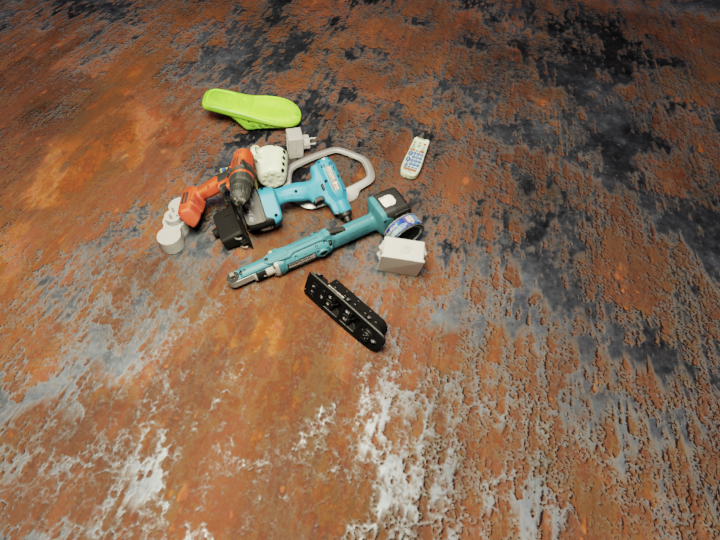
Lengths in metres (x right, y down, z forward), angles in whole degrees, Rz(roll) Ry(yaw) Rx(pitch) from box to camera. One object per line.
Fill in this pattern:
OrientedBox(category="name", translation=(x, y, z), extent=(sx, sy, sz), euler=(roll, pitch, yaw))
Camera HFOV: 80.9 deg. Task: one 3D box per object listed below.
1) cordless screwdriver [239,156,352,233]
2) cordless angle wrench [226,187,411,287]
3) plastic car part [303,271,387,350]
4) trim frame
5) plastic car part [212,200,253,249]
OrientedBox(category="cordless screwdriver", translation=(-0.148, -0.149, 0.975), extent=(0.245, 0.075, 0.160), euler=(-23, 86, -12))
OrientedBox(category="cordless angle wrench", translation=(-0.090, -0.059, 0.925), extent=(0.417, 0.095, 0.078), euler=(-25, 62, -12))
OrientedBox(category="plastic car part", translation=(-0.024, 0.078, 0.847), extent=(0.212, 0.066, 0.065), euler=(42, 37, 25))
OrientedBox(category="trim frame", translation=(-0.082, -0.237, 1.077), extent=(0.244, 0.027, 0.193), euler=(-27, 60, -20))
OrientedBox(category="plastic car part", translation=(-0.300, -0.094, 0.960), extent=(0.071, 0.063, 0.122), euler=(-30, 58, -5))
